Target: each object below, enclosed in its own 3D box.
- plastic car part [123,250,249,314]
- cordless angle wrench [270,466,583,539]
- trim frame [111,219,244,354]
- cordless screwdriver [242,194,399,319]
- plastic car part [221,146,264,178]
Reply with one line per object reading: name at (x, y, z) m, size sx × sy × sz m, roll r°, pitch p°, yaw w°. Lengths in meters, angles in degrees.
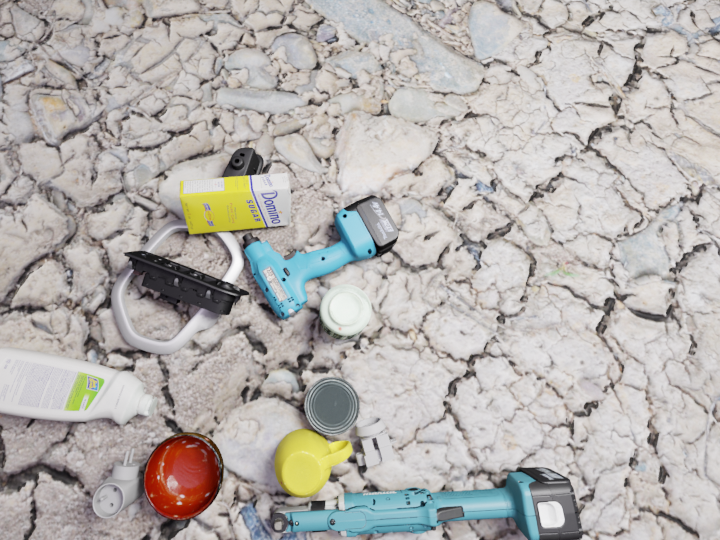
plastic car part at (-0.283, 0.023, 0.682) m, size 0.204 × 0.066 × 0.067 m, roll 16°, pitch 85°, yaw 3°
cordless angle wrench at (0.081, 0.347, 0.611) m, size 0.424 × 0.096 × 0.075 m, roll -5°, pitch 77°, yaw 2°
trim frame at (-0.311, 0.022, 0.724) m, size 0.187 × 0.027 × 0.248 m, roll 32°, pitch 75°, yaw 9°
cordless screwdriver at (-0.071, -0.046, 0.722) m, size 0.247 × 0.073 × 0.162 m, roll -32°, pitch 79°, yaw -5°
plastic car part at (-0.218, -0.174, 0.757) m, size 0.066 × 0.070 × 0.117 m, roll 17°, pitch 78°, yaw 0°
